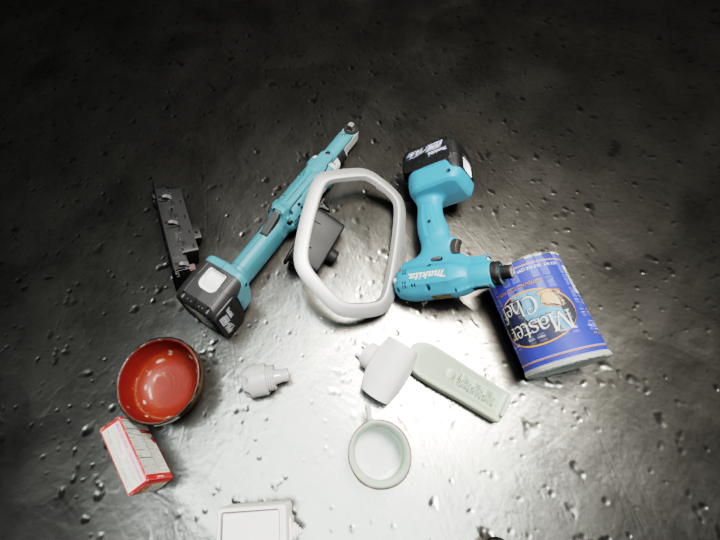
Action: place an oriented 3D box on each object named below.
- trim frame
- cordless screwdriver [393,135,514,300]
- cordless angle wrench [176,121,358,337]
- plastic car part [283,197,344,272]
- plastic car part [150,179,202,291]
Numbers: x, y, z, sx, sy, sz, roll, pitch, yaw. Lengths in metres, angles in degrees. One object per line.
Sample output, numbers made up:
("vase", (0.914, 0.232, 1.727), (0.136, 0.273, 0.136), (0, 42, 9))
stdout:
("trim frame", (-0.006, -0.049, 0.636), (0.179, 0.028, 0.253), (17, 63, -15))
("cordless screwdriver", (0.134, -0.079, 0.621), (0.165, 0.070, 0.253), (-12, 60, 35))
("cordless angle wrench", (-0.117, -0.093, 0.679), (0.076, 0.095, 0.422), (28, 65, 13))
("plastic car part", (-0.065, -0.042, 0.664), (0.071, 0.066, 0.117), (26, 70, -2))
("plastic car part", (-0.301, -0.071, 0.690), (0.066, 0.065, 0.211), (-21, 64, -19))
